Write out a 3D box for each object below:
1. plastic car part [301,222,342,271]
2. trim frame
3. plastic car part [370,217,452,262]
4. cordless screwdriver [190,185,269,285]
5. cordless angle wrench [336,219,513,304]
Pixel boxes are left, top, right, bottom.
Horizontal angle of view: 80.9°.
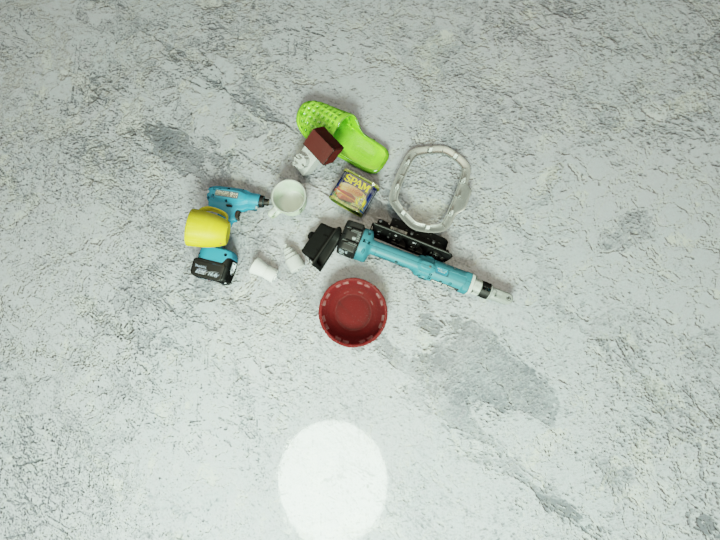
[{"bbox_3d":[-0.103,-0.067,1.049,0.074,0.063,0.116,27,81,20],"label":"plastic car part"},{"bbox_3d":[0.176,-0.206,1.039,0.186,0.027,0.249,23,71,6],"label":"trim frame"},{"bbox_3d":[0.126,-0.079,1.029,0.207,0.065,0.067,26,58,10],"label":"plastic car part"},{"bbox_3d":[-0.327,-0.089,1.065,0.161,0.073,0.251,8,78,5],"label":"cordless screwdriver"},{"bbox_3d":[0.153,-0.006,0.998,0.427,0.096,0.074,21,80,5],"label":"cordless angle wrench"}]
